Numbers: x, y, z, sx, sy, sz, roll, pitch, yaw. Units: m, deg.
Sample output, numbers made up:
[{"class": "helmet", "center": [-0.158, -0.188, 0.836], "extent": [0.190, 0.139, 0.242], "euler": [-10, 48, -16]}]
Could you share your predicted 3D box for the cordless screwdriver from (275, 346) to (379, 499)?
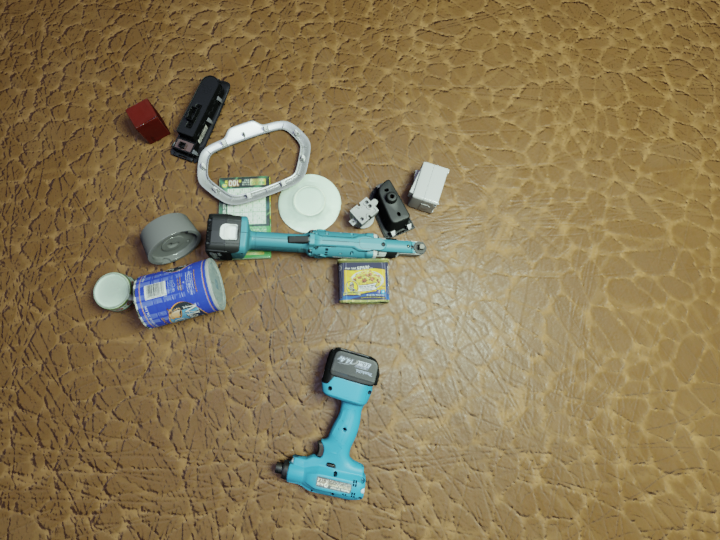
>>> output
[{"class": "cordless screwdriver", "center": [-0.055, 0.266, 0.759], "extent": [0.160, 0.073, 0.250], "euler": [10, 81, 3]}]

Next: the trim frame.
[{"class": "trim frame", "center": [-0.224, -0.235, 0.893], "extent": [0.247, 0.027, 0.190], "euler": [-22, 69, -4]}]

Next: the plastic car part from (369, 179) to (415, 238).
[{"class": "plastic car part", "center": [0.061, -0.131, 0.850], "extent": [0.065, 0.070, 0.118], "euler": [-23, 82, -7]}]

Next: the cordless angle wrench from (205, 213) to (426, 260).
[{"class": "cordless angle wrench", "center": [-0.081, -0.053, 0.825], "extent": [0.418, 0.098, 0.075], "euler": [3, 79, -7]}]

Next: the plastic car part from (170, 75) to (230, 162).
[{"class": "plastic car part", "center": [-0.350, -0.340, 0.915], "extent": [0.068, 0.065, 0.204], "euler": [18, 75, 9]}]
